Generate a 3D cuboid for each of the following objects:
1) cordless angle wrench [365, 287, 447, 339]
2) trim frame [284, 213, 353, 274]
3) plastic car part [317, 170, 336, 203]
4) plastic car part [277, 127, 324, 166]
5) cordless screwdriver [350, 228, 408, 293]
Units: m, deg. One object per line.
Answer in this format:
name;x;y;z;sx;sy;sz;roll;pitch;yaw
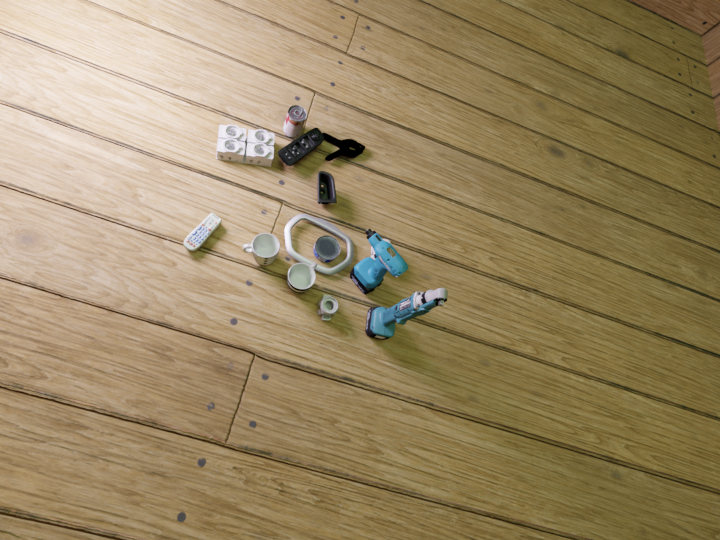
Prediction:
cordless angle wrench;0.123;0.112;1.170;0.073;0.426;0.099;15;68;-15
trim frame;-0.136;-0.089;1.395;0.246;0.027;0.185;25;65;-5
plastic car part;-0.124;-0.273;1.446;0.064;0.071;0.119;1;70;-18
plastic car part;-0.206;-0.429;1.486;0.067;0.067;0.201;44;65;1
cordless screwdriver;0.036;-0.026;1.296;0.073;0.250;0.161;-36;86;-26
